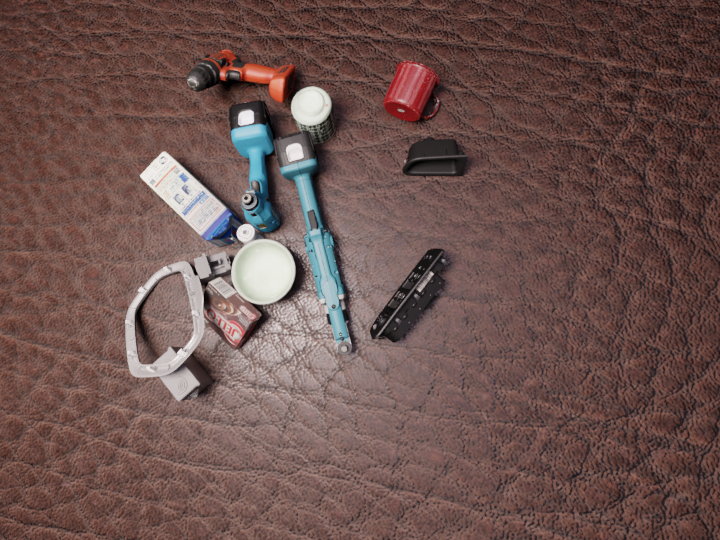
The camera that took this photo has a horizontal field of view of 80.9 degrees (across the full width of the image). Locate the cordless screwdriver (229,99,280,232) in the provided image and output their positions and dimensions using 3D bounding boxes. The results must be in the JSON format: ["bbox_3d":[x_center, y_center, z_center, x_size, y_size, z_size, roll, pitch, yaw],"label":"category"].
[{"bbox_3d":[-0.204,-0.206,0.806,0.075,0.156,0.253,-9,78,1],"label":"cordless screwdriver"}]

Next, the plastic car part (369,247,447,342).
[{"bbox_3d":[0.093,0.052,0.775,0.065,0.068,0.202,43,85,-17],"label":"plastic car part"}]

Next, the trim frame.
[{"bbox_3d":[-0.364,0.083,0.783,0.185,0.026,0.262,-34,47,3],"label":"trim frame"}]

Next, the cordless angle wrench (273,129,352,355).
[{"bbox_3d":[-0.079,-0.051,0.803,0.075,0.096,0.427,-15,83,1],"label":"cordless angle wrench"}]

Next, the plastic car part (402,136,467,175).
[{"bbox_3d":[0.142,-0.226,0.821,0.119,0.064,0.072,4,66,10],"label":"plastic car part"}]
